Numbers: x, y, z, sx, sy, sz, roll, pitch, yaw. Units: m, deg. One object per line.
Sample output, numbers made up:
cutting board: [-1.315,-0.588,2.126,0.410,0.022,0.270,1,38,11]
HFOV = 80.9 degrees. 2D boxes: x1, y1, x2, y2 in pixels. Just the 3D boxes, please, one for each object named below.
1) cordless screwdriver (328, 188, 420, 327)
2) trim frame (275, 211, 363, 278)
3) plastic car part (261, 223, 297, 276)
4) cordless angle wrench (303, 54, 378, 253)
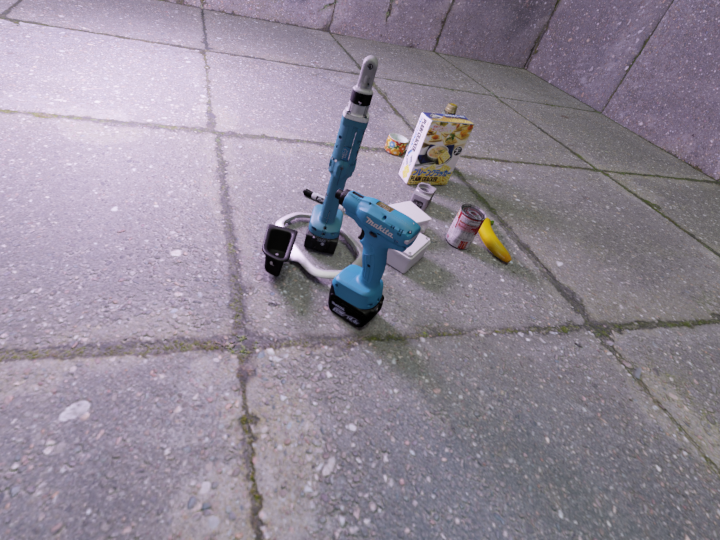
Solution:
cordless screwdriver: [-0.003,-0.023,0.780,0.165,0.245,0.073,35,40,19]
trim frame: [-0.095,-0.062,0.970,0.177,0.027,0.262,-14,47,-32]
plastic car part: [-0.174,-0.034,0.875,0.065,0.070,0.119,12,39,-7]
cordless angle wrench: [-0.037,-0.220,0.870,0.074,0.416,0.100,16,38,-6]
